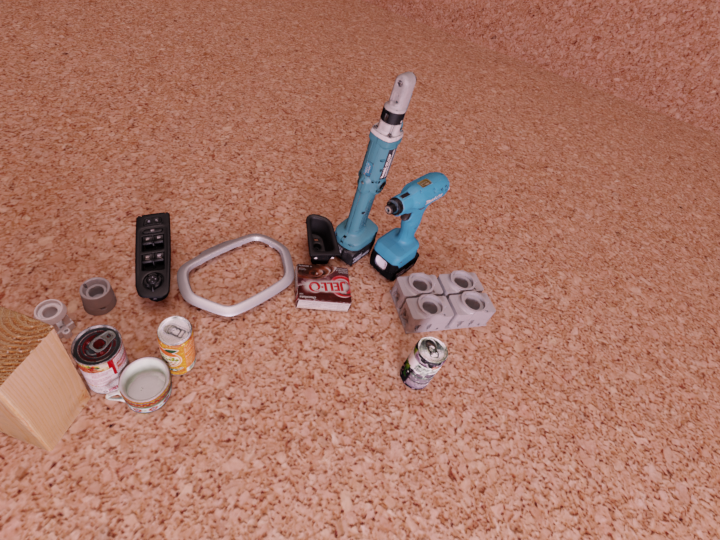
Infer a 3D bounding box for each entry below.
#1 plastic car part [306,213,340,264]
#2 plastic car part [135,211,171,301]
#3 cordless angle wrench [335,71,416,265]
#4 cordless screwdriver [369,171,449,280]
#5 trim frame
[{"bbox_3d":[-0.090,-0.059,0.925,0.064,0.070,0.121,-1,49,-16],"label":"plastic car part"},{"bbox_3d":[-0.402,-0.021,0.824,0.064,0.066,0.212,-5,50,-20],"label":"plastic car part"},{"bbox_3d":[0.023,-0.179,0.823,0.077,0.416,0.096,41,50,18],"label":"cordless angle wrench"},{"bbox_3d":[0.080,-0.079,0.862,0.155,0.245,0.077,-31,64,-35],"label":"cordless screwdriver"},{"bbox_3d":[-0.249,0.001,0.864,0.192,0.027,0.243,41,53,23],"label":"trim frame"}]
